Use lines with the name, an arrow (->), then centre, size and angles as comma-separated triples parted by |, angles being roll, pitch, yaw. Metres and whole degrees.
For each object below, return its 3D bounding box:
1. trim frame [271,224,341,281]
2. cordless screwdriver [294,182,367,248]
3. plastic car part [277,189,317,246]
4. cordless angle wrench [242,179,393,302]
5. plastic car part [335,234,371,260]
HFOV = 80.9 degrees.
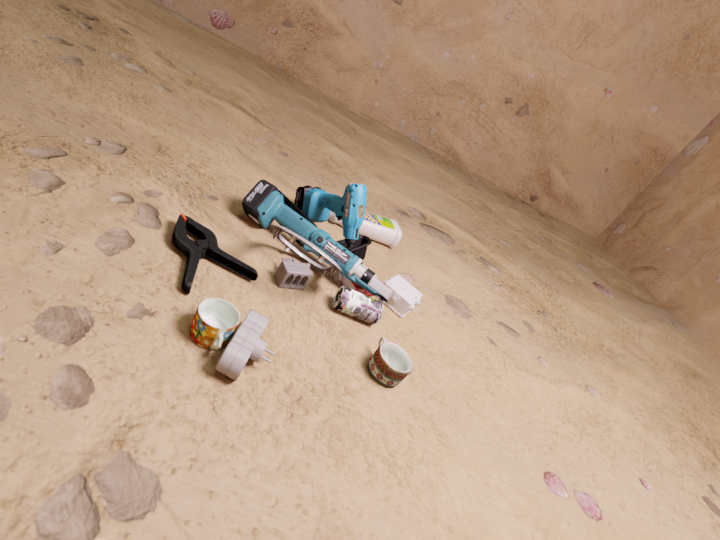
trim frame -> -0.119, -0.036, 0.915 | 0.182, 0.027, 0.252 | 35, -11, -8
cordless screwdriver -> -0.082, -0.150, 1.119 | 0.071, 0.158, 0.262 | 3, 7, -40
plastic car part -> -0.186, -0.150, 1.135 | 0.211, 0.066, 0.064 | 43, 20, 22
cordless angle wrench -> -0.100, -0.065, 1.020 | 0.434, 0.098, 0.072 | 36, -13, 13
plastic car part -> -0.021, -0.045, 1.107 | 0.112, 0.069, 0.070 | -16, 34, -40
